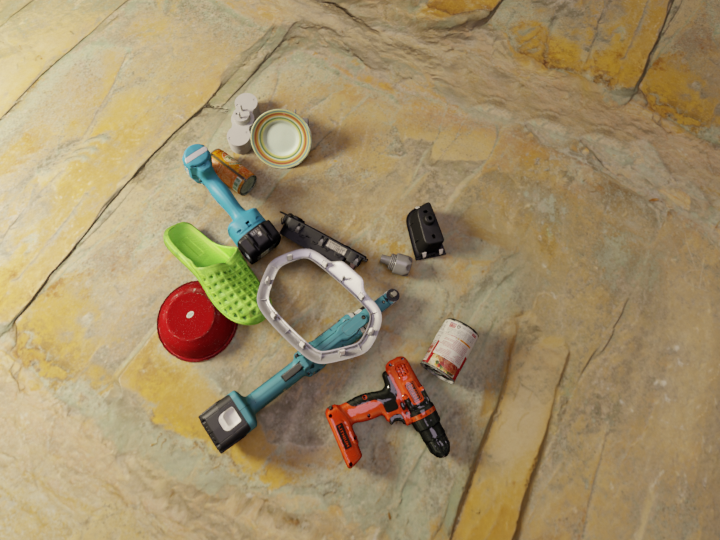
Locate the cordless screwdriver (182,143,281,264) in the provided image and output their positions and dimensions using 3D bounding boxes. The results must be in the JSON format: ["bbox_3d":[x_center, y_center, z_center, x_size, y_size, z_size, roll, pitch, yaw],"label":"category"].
[{"bbox_3d":[-0.268,-0.131,0.860,0.073,0.161,0.248,-38,93,-16],"label":"cordless screwdriver"}]

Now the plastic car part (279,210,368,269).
[{"bbox_3d":[-0.085,-0.055,0.865,0.206,0.065,0.067,33,100,8],"label":"plastic car part"}]

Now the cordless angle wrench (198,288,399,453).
[{"bbox_3d":[-0.092,0.163,0.782,0.418,0.097,0.076,-36,79,-16],"label":"cordless angle wrench"}]

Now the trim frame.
[{"bbox_3d":[-0.077,0.057,0.778,0.258,0.027,0.181,40,63,21],"label":"trim frame"}]

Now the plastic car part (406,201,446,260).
[{"bbox_3d":[0.136,-0.088,0.868,0.065,0.070,0.119,-11,76,-8],"label":"plastic car part"}]
